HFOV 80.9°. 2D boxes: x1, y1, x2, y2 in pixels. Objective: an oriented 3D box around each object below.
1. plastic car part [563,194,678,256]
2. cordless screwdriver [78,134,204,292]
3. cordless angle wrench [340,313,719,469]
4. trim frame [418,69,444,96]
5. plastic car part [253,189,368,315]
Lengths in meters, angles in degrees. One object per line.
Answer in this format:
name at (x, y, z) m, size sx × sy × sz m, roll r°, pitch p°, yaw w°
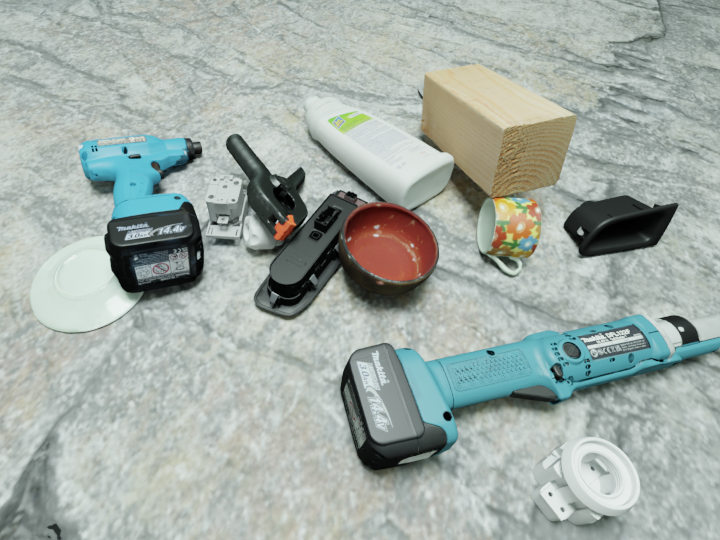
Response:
plastic car part at (0.321, -0.066, 0.547) m, size 0.116 × 0.064 × 0.074 m, roll -9°, pitch 40°, yaw -6°
cordless screwdriver at (-0.250, -0.094, 0.530) m, size 0.154 × 0.073 × 0.262 m, roll -16°, pitch 50°, yaw -26°
cordless angle wrench at (0.194, 0.092, 0.417) m, size 0.416 × 0.072 × 0.102 m, roll -9°, pitch 55°, yaw -12°
trim frame at (0.207, -0.276, 0.713) m, size 0.181 × 0.027 × 0.260 m, roll -21°, pitch 59°, yaw -16°
plastic car part at (-0.049, -0.032, 0.505) m, size 0.067 × 0.066 × 0.202 m, roll 30°, pitch 60°, yaw 7°
